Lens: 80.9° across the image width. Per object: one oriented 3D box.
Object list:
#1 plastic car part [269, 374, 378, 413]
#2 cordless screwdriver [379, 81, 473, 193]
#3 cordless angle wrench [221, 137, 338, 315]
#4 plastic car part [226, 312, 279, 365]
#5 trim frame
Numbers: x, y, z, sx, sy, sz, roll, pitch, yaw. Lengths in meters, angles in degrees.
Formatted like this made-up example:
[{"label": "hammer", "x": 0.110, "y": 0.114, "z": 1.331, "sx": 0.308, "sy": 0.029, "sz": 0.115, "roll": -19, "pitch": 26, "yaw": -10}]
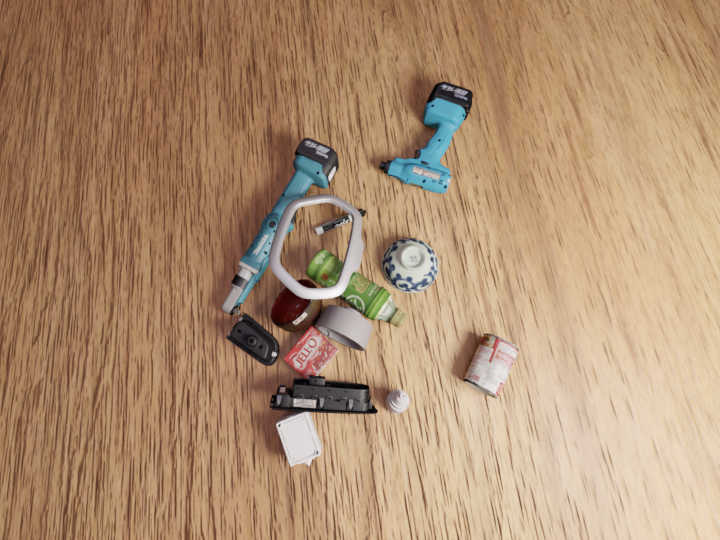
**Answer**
[{"label": "plastic car part", "x": -0.068, "y": 0.238, "z": 0.809, "sx": 0.203, "sy": 0.066, "sz": 0.067, "roll": 8, "pitch": 83, "yaw": -1}, {"label": "cordless screwdriver", "x": 0.152, "y": -0.307, "z": 0.968, "sx": 0.162, "sy": 0.072, "sz": 0.250, "roll": 18, "pitch": 79, "yaw": 9}, {"label": "cordless angle wrench", "x": -0.187, "y": -0.095, "z": 0.933, "sx": 0.100, "sy": 0.072, "sz": 0.423, "roll": 27, "pitch": 79, "yaw": 10}, {"label": "plastic car part", "x": -0.219, "y": 0.141, "z": 0.860, "sx": 0.120, "sy": 0.069, "sz": 0.066, "roll": 33, "pitch": 79, "yaw": 15}, {"label": "trim frame", "x": -0.084, "y": -0.055, "z": 0.860, "sx": 0.184, "sy": 0.027, "sz": 0.252, "roll": 13, "pitch": 60, "yaw": 0}]
